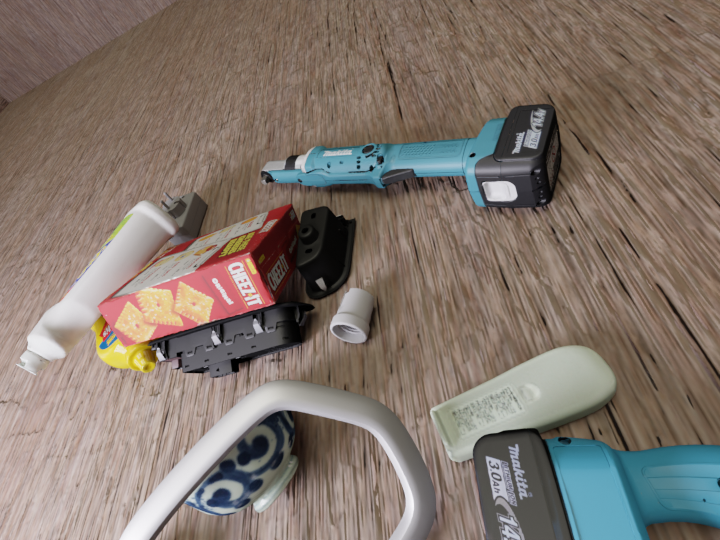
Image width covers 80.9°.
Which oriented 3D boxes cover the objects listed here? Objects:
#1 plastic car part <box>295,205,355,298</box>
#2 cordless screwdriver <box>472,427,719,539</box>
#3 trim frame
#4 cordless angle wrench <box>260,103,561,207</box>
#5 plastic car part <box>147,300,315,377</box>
[{"bbox_3d":[-0.051,-0.033,0.519,0.068,0.067,0.119,-13,47,22],"label":"plastic car part"},{"bbox_3d":[0.201,0.152,0.229,0.253,0.070,0.165,-16,49,14],"label":"cordless screwdriver"},{"bbox_3d":[-0.059,0.196,0.300,0.186,0.027,0.247,41,78,6],"label":"trim frame"},{"bbox_3d":[0.021,-0.141,0.565,0.445,0.070,0.098,8,59,37],"label":"cordless angle wrench"},{"bbox_3d":[-0.148,0.083,0.490,0.206,0.063,0.069,-22,61,15],"label":"plastic car part"}]
